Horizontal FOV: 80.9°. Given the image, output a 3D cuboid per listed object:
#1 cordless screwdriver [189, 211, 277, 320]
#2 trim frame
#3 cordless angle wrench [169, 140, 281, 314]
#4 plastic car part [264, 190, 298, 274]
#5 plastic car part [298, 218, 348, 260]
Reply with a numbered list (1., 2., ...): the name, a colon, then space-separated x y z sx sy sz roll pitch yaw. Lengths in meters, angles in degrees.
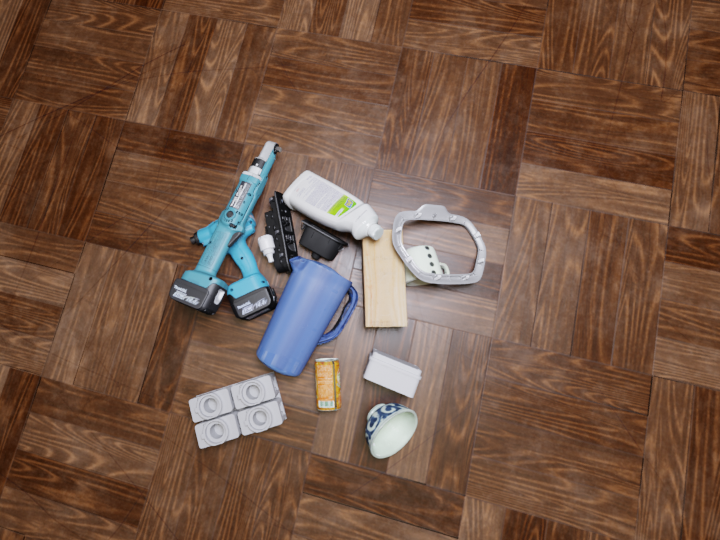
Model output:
1. cordless screwdriver: -0.295 -0.006 0.981 0.159 0.072 0.254 -21 75 1
2. trim frame: 0.177 -0.058 0.918 0.240 0.028 0.189 1 65 -22
3. cordless angle wrench: -0.283 -0.113 0.946 0.100 0.072 0.425 18 74 11
4. plastic car part: -0.187 -0.080 0.989 0.068 0.064 0.206 -18 79 10
5. plastic car part: -0.096 -0.063 0.984 0.118 0.065 0.071 33 99 5
